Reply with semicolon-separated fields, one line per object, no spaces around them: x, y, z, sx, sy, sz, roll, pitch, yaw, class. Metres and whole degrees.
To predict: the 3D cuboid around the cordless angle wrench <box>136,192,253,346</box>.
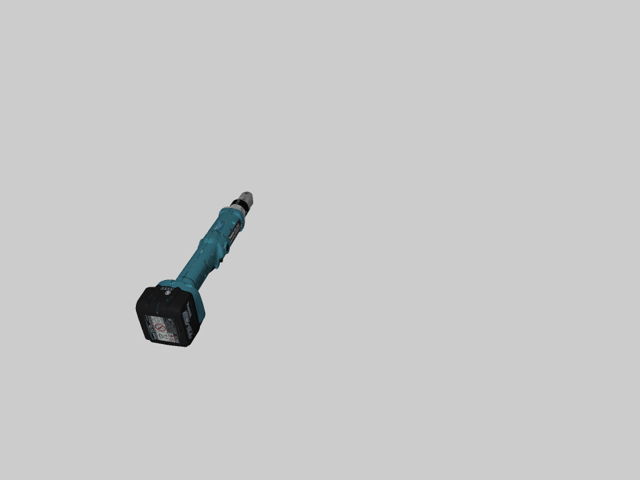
-0.202;0.015;0.808;0.074;0.098;0.421;6;35;8;cordless angle wrench
